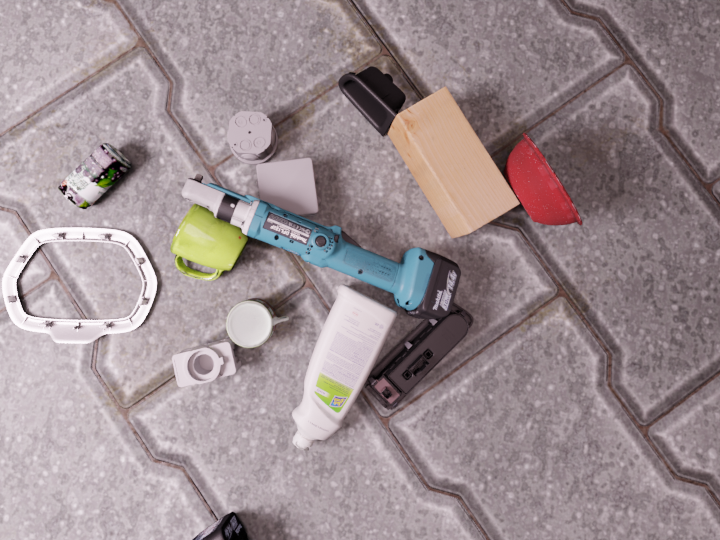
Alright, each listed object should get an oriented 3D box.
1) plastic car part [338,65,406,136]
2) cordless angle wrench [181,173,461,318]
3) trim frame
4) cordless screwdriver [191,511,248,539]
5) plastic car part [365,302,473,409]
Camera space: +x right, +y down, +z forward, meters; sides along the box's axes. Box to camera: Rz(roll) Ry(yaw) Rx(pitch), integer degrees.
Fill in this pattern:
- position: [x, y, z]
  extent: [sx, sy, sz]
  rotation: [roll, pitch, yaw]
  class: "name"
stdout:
- position: [0.028, -0.292, 0.693]
  extent: [0.070, 0.066, 0.118]
  rotation: [-38, 85, -19]
  class: "plastic car part"
- position: [-0.062, -0.040, 0.629]
  extent: [0.417, 0.075, 0.098]
  rotation: [22, 77, -7]
  class: "cordless angle wrench"
- position: [-0.453, 0.022, 0.680]
  extent: [0.248, 0.027, 0.184]
  rotation: [2, 87, -2]
  class: "trim frame"
- position: [-0.157, 0.489, 0.607]
  extent: [0.074, 0.155, 0.257]
  rotation: [-33, 73, -8]
  class: "cordless screwdriver"
- position: [0.096, 0.129, 0.660]
  extent: [0.202, 0.066, 0.067]
  rotation: [-44, 83, -6]
  class: "plastic car part"
